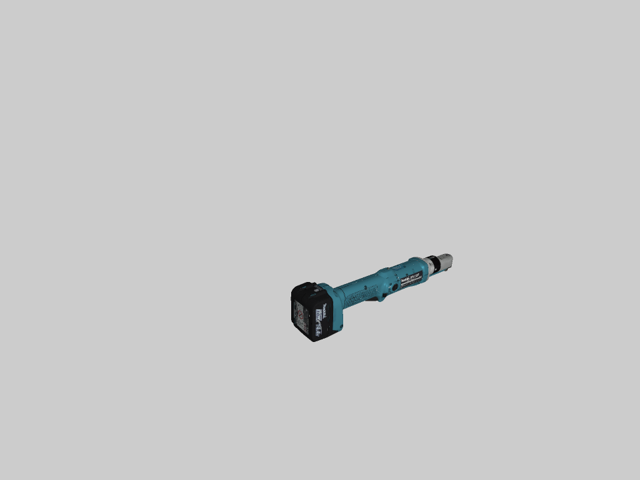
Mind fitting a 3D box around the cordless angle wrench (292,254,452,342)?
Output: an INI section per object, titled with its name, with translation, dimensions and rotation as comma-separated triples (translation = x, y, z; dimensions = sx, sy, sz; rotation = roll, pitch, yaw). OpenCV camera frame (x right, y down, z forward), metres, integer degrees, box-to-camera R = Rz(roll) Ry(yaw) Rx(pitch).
[cordless angle wrench]
translation = 0.135, 0.090, 0.883
dimensions = 0.422, 0.098, 0.074
rotation = -16, 29, -33
